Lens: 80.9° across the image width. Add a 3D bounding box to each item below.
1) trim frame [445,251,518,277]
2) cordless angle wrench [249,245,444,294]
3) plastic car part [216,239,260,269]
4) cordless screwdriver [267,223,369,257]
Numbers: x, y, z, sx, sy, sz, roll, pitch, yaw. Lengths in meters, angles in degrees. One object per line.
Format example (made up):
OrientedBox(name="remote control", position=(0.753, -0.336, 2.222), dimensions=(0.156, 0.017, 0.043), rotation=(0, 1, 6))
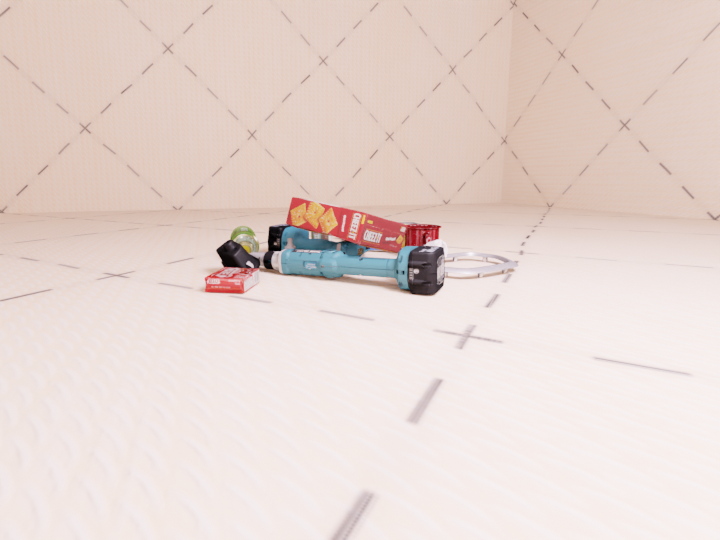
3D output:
OrientedBox(name="trim frame", position=(0.226, -0.015, 0.932), dimensions=(0.239, 0.027, 0.194), rotation=(-10, 17, -32))
OrientedBox(name="cordless angle wrench", position=(-0.056, -0.014, 0.838), dimensions=(0.441, 0.073, 0.095), rotation=(4, 11, 27))
OrientedBox(name="plastic car part", position=(-0.256, -0.031, 0.864), dimensions=(0.065, 0.068, 0.122), rotation=(-43, 30, -21))
OrientedBox(name="cordless screwdriver", position=(-0.106, -0.069, 1.085), dimensions=(0.260, 0.073, 0.154), rotation=(11, 15, 28))
